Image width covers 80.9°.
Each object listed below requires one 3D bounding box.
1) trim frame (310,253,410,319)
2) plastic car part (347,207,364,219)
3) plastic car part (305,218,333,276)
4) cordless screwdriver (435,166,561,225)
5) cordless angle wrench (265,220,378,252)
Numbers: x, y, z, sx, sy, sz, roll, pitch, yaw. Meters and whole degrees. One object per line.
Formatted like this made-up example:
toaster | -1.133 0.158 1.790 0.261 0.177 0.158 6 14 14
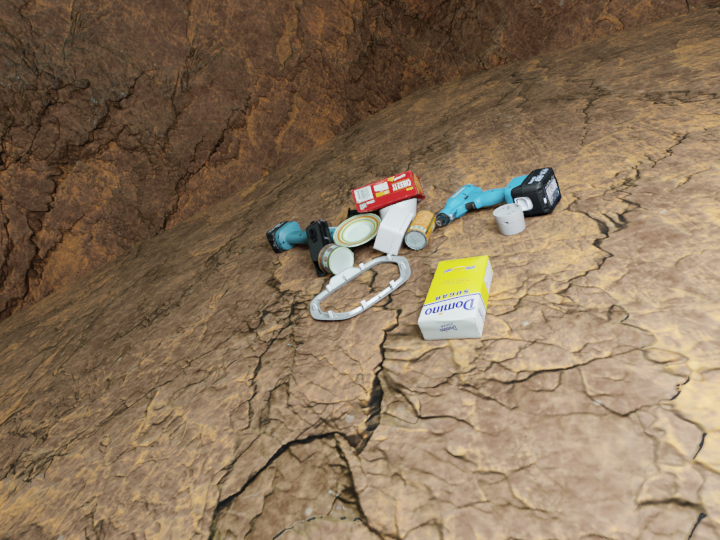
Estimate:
trim frame | -0.002 0.032 0.924 0.246 0.026 0.193 -35 25 -15
plastic car part | -0.002 -0.156 1.262 0.072 0.064 0.118 -5 24 8
plastic car part | -0.110 -0.072 1.127 0.067 0.063 0.212 -24 47 6
cordless screwdriver | 0.299 -0.154 0.955 0.157 0.072 0.260 -41 25 -30
cordless angle wrench | -0.112 -0.103 1.244 0.444 0.072 0.097 3 36 42
